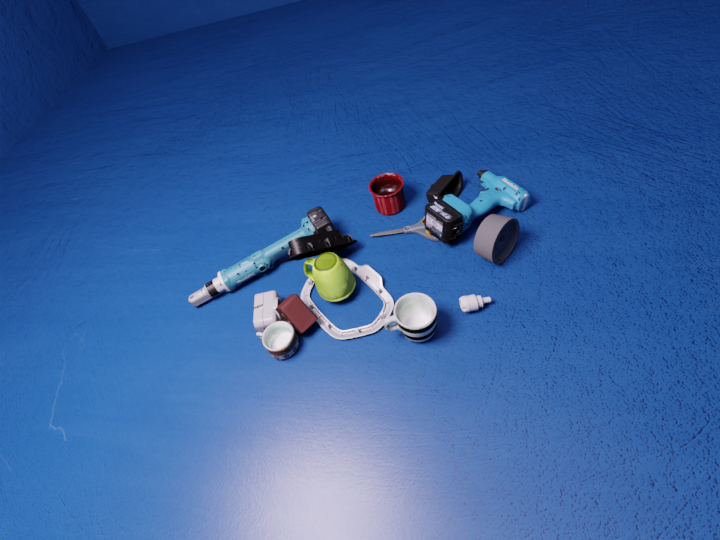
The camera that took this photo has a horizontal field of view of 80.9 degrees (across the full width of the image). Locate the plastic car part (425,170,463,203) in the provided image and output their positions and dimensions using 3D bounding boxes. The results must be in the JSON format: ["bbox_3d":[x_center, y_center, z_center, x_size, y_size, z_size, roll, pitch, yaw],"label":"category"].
[{"bbox_3d":[0.216,-0.214,1.121,0.075,0.063,0.116,10,51,42],"label":"plastic car part"}]

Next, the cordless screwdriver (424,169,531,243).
[{"bbox_3d":[0.268,-0.171,1.043,0.245,0.071,0.168,-24,47,-14],"label":"cordless screwdriver"}]

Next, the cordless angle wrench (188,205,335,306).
[{"bbox_3d":[-0.262,-0.023,1.108,0.422,0.093,0.078,-30,52,-2],"label":"cordless angle wrench"}]

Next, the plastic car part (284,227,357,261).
[{"bbox_3d":[-0.100,-0.066,1.026,0.196,0.067,0.069,-22,5,-43],"label":"plastic car part"}]

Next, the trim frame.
[{"bbox_3d":[-0.036,0.058,1.000,0.182,0.026,0.263,-36,48,-13],"label":"trim frame"}]
